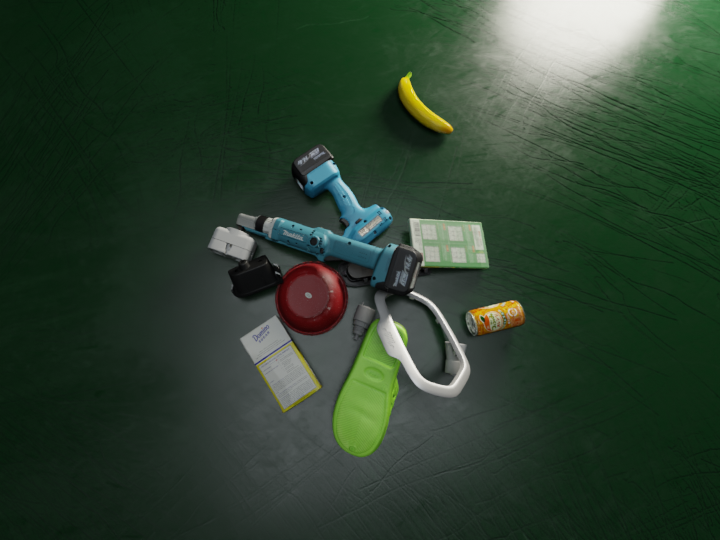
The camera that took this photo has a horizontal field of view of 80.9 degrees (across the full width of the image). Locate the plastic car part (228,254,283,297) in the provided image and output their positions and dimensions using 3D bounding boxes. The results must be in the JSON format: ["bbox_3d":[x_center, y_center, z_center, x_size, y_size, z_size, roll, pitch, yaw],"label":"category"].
[{"bbox_3d":[-0.233,0.006,0.909,0.116,0.068,0.069,-19,33,-4],"label":"plastic car part"}]

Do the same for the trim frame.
[{"bbox_3d":[0.115,0.128,0.817,0.176,0.027,0.260,2,49,-35],"label":"trim frame"}]

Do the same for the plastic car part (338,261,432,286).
[{"bbox_3d":[0.054,-0.008,0.919,0.204,0.066,0.067,-10,84,2],"label":"plastic car part"}]

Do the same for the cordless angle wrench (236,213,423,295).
[{"bbox_3d":[-0.087,-0.057,0.892,0.440,0.071,0.098,18,94,22],"label":"cordless angle wrench"}]

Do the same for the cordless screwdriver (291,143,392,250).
[{"bbox_3d":[-0.066,-0.151,0.954,0.158,0.073,0.253,-40,82,-8],"label":"cordless screwdriver"}]
